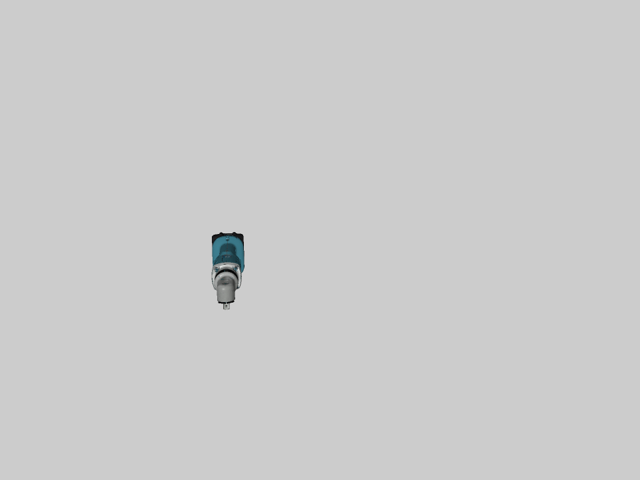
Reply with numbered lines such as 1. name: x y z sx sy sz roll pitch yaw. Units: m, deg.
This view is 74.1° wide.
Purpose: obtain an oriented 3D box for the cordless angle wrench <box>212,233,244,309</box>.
1. cordless angle wrench: -0.186 0.053 0.847 0.074 0.098 0.423 -2 8 -11
